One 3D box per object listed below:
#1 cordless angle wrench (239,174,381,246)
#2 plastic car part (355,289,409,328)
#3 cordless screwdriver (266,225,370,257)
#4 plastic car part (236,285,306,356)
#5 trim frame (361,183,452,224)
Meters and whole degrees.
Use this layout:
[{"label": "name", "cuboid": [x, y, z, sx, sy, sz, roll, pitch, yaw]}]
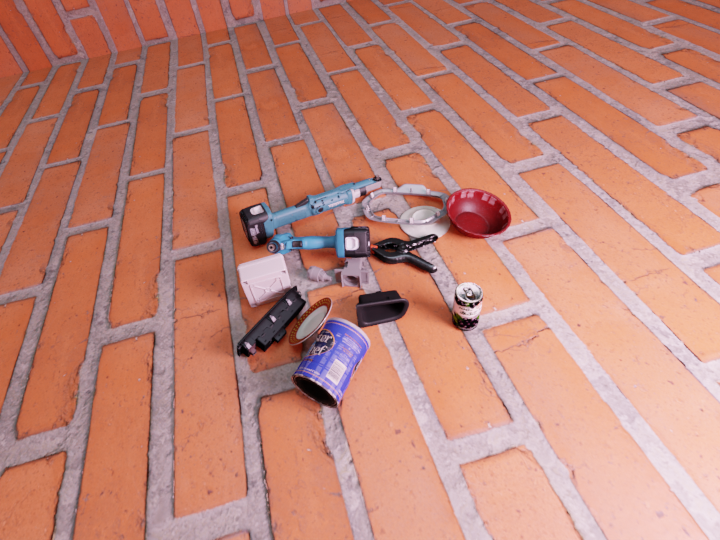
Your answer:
[{"label": "cordless angle wrench", "cuboid": [-0.125, -0.186, 1.189, 0.415, 0.094, 0.078, -22, 49, -16]}, {"label": "plastic car part", "cuboid": [0.042, 0.075, 0.943, 0.115, 0.064, 0.074, -12, 34, -7]}, {"label": "cordless screwdriver", "cuboid": [-0.101, -0.066, 1.033, 0.252, 0.074, 0.158, -1, 8, 8]}, {"label": "plastic car part", "cuboid": [-0.188, 0.114, 0.939, 0.069, 0.064, 0.202, 26, 56, 15]}, {"label": "trim frame", "cuboid": [0.123, -0.183, 1.158, 0.259, 0.026, 0.184, 7, 42, 25]}]
